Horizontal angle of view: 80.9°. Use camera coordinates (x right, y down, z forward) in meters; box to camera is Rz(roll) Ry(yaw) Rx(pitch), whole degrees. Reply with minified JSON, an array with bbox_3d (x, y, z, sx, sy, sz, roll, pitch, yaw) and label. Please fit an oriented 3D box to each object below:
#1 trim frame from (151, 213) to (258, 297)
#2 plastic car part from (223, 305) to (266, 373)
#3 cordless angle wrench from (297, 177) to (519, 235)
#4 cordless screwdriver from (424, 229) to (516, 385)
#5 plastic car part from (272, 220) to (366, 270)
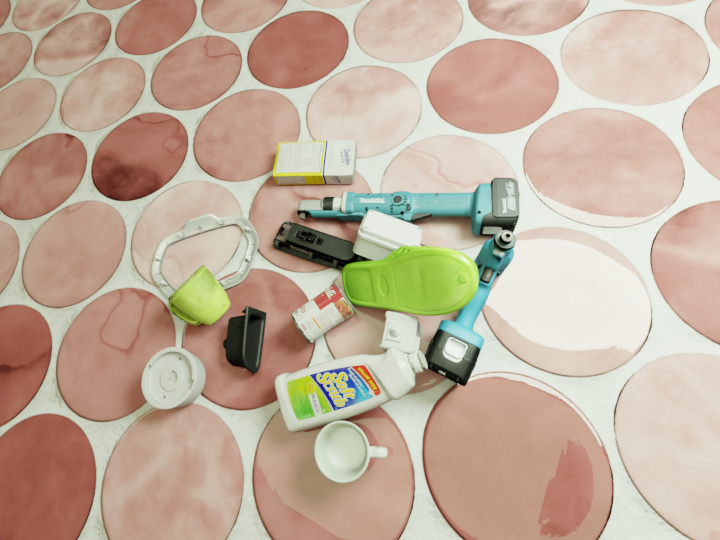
[{"bbox_3d":[-0.337,-0.034,0.909,0.251,0.026,0.190,-17,64,7],"label":"trim frame"},{"bbox_3d":[-0.226,0.132,0.801,0.073,0.062,0.118,-4,70,25],"label":"plastic car part"},{"bbox_3d":[0.077,-0.125,0.834,0.434,0.071,0.099,2,68,16],"label":"cordless angle wrench"},{"bbox_3d":[0.183,0.056,0.684,0.077,0.154,0.249,25,76,13],"label":"cordless screwdriver"},{"bbox_3d":[-0.083,-0.054,0.844,0.209,0.065,0.066,21,66,17],"label":"plastic car part"}]
